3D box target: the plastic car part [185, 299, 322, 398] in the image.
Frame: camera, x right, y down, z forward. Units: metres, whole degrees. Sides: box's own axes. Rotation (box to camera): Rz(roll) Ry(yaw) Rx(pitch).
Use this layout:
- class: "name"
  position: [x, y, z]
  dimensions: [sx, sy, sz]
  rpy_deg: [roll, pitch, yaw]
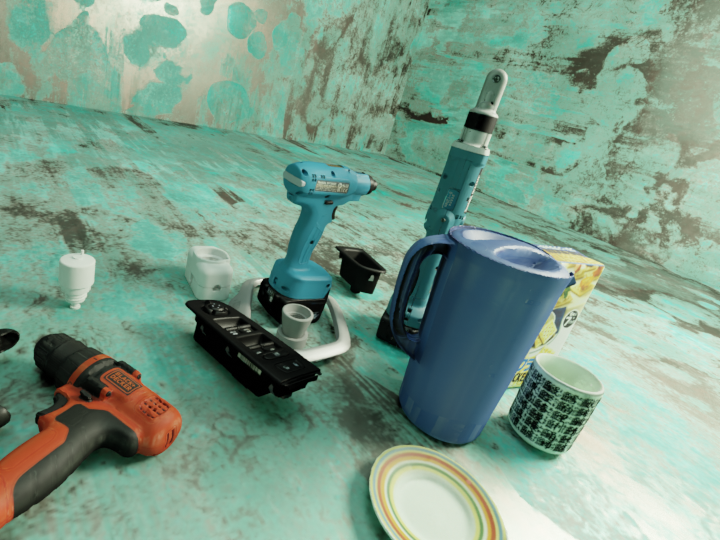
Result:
- class: "plastic car part"
  position: [-0.143, 0.095, 0.514]
  dimensions: [0.214, 0.066, 0.063]
  rpy_deg: [30, 25, 34]

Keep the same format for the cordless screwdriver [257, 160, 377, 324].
- class: "cordless screwdriver"
  position: [-0.064, -0.042, 0.652]
  dimensions: [0.152, 0.246, 0.079]
  rpy_deg: [-3, 28, -42]

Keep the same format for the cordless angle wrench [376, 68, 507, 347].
- class: "cordless angle wrench"
  position: [0.125, -0.076, 0.626]
  dimensions: [0.076, 0.418, 0.096]
  rpy_deg: [22, 21, 13]

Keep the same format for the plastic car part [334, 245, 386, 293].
- class: "plastic car part"
  position: [-0.005, 0.006, 0.812]
  dimensions: [0.063, 0.070, 0.123]
  rpy_deg: [4, 24, -28]

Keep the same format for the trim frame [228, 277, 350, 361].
- class: "trim frame"
  position: [-0.111, 0.068, 0.650]
  dimensions: [0.180, 0.027, 0.257]
  rpy_deg: [9, 23, -15]
